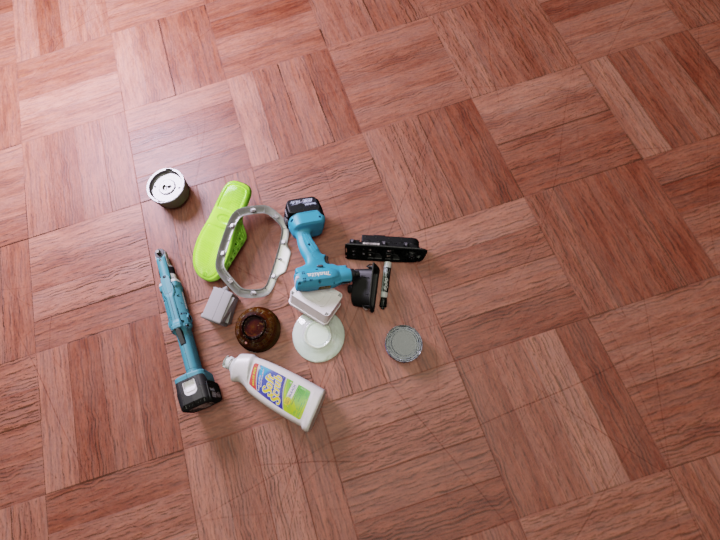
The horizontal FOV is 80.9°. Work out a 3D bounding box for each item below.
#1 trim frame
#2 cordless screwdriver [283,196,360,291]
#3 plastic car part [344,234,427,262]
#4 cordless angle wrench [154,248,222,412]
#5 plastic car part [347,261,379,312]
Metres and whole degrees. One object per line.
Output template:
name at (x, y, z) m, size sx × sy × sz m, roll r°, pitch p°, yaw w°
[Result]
trim frame at (-0.267, -0.052, 1.078) m, size 0.176 × 0.028 × 0.251 m, roll 23°, pitch 69°, yaw -27°
cordless screwdriver at (-0.103, -0.068, 1.058) m, size 0.156 × 0.073 × 0.258 m, roll -8°, pitch 60°, yaw -14°
plastic car part at (0.064, -0.057, 1.075) m, size 0.206 × 0.064 × 0.068 m, roll 7°, pitch 47°, yaw 8°
cordless angle wrench at (-0.447, 0.129, 1.047) m, size 0.074 × 0.095 × 0.438 m, roll -24°, pitch 67°, yaw -5°
plastic car part at (0.004, 0.041, 1.048) m, size 0.073 × 0.063 × 0.118 m, roll 6°, pitch 75°, yaw 20°
